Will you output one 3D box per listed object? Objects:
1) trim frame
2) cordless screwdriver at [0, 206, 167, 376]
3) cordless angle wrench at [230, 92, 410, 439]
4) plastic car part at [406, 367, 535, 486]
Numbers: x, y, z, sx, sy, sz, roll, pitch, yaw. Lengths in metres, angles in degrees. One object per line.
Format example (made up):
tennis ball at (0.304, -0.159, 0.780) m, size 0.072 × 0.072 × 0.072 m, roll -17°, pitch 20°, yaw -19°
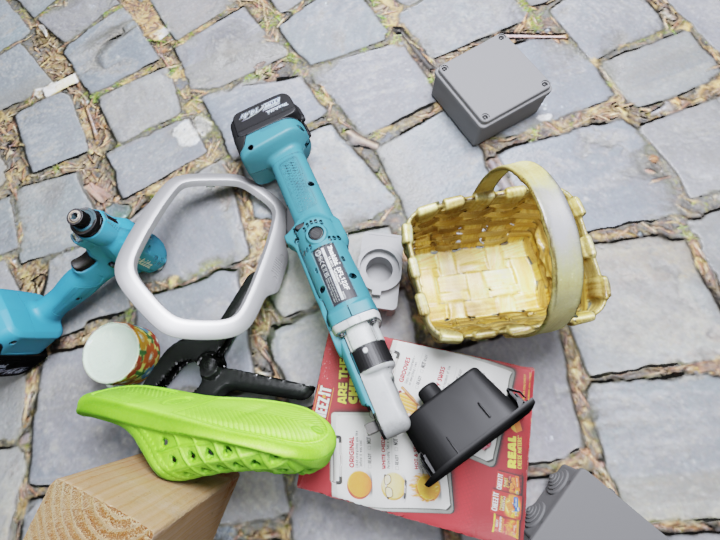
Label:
trim frame at (-0.177, -0.030, 0.510) m, size 0.181 × 0.027 × 0.254 m, roll 17°, pitch 50°, yaw -9°
cordless screwdriver at (-0.365, 0.022, 0.497) m, size 0.248 × 0.155 × 0.076 m, roll -37°, pitch 77°, yaw -4°
cordless angle wrench at (-0.047, -0.031, 0.479) m, size 0.098 × 0.071 × 0.441 m, roll -25°, pitch 62°, yaw 0°
plastic car part at (0.089, 0.134, 0.391) m, size 0.116 × 0.063 × 0.074 m, roll -32°, pitch 57°, yaw -3°
